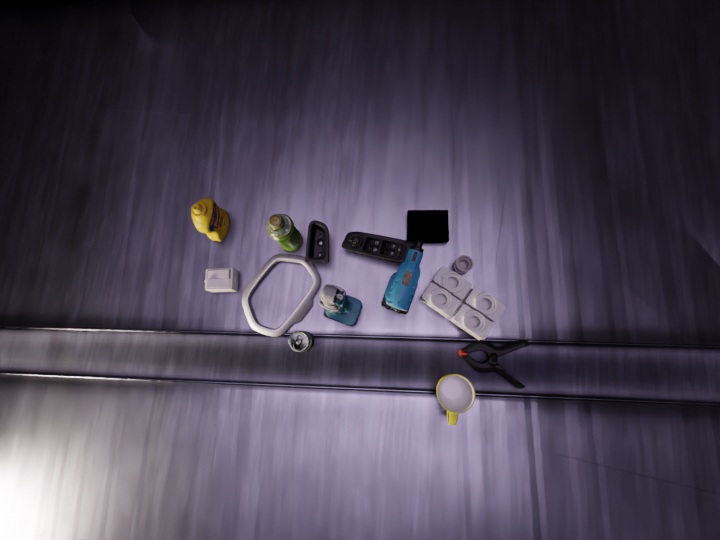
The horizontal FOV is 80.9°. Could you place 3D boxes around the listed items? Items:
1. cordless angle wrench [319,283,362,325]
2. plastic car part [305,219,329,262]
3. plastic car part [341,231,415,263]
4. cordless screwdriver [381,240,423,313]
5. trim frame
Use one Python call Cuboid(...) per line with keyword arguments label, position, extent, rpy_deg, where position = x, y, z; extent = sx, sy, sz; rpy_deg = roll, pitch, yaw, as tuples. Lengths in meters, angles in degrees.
Cuboid(label="cordless angle wrench", position=(-0.053, 0.074, 0.967), extent=(0.099, 0.415, 0.074), rpy_deg=(19, 81, 5))
Cuboid(label="plastic car part", position=(-0.116, -0.076, 1.186), extent=(0.067, 0.069, 0.118), rpy_deg=(1, 78, 4))
Cuboid(label="plastic car part", position=(0.052, -0.061, 1.164), extent=(0.207, 0.065, 0.067), rpy_deg=(13, 80, 9))
Cuboid(label="cordless screwdriver", position=(0.110, 0.026, 1.046), extent=(0.075, 0.244, 0.160), rpy_deg=(20, 81, 5))
Cuboid(label="trim frame", position=(-0.223, 0.066, 1.189), extent=(0.189, 0.027, 0.248), rpy_deg=(35, 84, 13))
